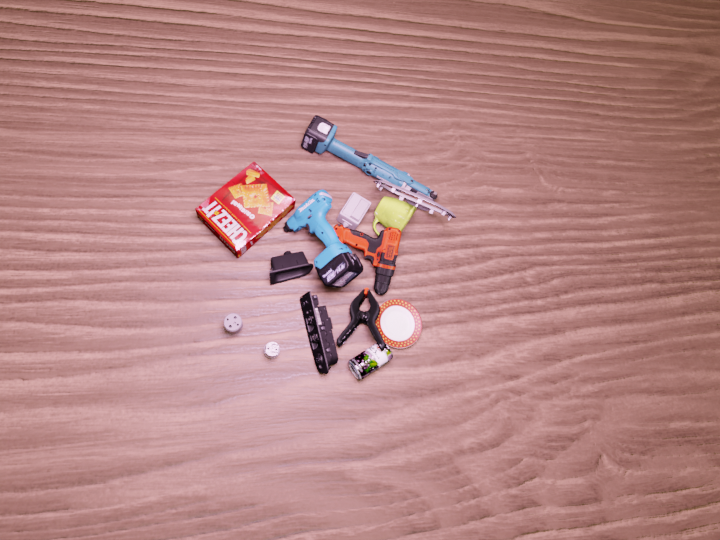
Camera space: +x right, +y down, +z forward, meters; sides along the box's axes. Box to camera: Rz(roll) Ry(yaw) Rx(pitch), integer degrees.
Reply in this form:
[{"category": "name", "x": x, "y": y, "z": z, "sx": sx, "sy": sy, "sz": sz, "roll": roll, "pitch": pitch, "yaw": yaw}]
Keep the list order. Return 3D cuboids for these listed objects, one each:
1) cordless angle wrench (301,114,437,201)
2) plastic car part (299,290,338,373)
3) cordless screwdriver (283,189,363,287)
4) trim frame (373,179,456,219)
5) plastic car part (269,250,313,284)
[{"category": "cordless angle wrench", "x": 0.033, "y": -0.307, "z": 1.228, "sx": 0.420, "sy": 0.098, "sz": 0.074, "roll": 28, "pitch": 70, "yaw": -3}, {"category": "plastic car part", "x": -0.101, "y": 0.156, "z": 1.063, "sx": 0.064, "sy": 0.068, "sz": 0.208, "roll": 2, "pitch": 67, "yaw": -38}, {"category": "cordless screwdriver", "x": -0.106, "y": -0.069, "z": 1.081, "sx": 0.161, "sy": 0.070, "sz": 0.258, "roll": -37, "pitch": 63, "yaw": 24}, {"category": "trim frame", "x": 0.143, "y": -0.192, "z": 1.150, "sx": 0.258, "sy": 0.178, "sz": 0.027, "roll": 26, "pitch": 97, "yaw": 19}, {"category": "plastic car part", "x": -0.190, "y": -0.017, "z": 1.110, "sx": 0.114, "sy": 0.065, "sz": 0.074, "roll": -17, "pitch": 62, "yaw": -18}]
